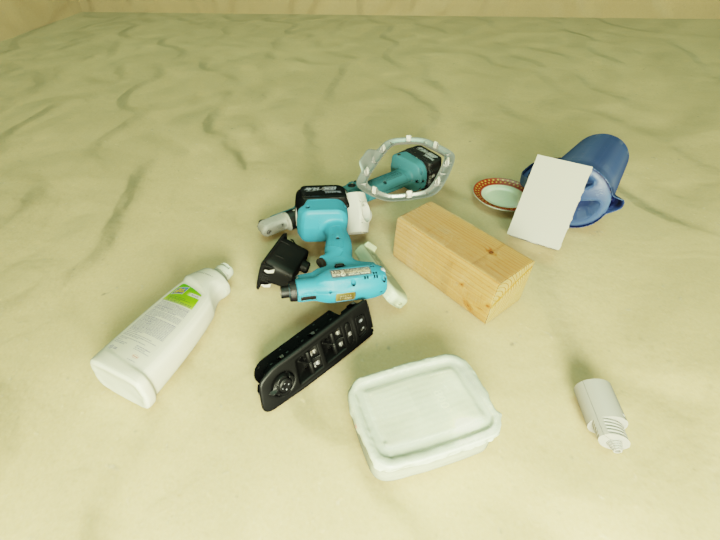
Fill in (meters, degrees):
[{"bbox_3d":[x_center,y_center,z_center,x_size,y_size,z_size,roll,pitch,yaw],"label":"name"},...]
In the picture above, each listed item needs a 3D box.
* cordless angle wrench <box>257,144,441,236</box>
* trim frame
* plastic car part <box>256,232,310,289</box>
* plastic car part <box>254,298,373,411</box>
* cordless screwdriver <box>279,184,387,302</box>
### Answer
[{"bbox_3d":[-0.018,-0.158,0.887,0.414,0.072,0.103,-25,47,-21],"label":"cordless angle wrench"},{"bbox_3d":[0.092,-0.218,0.876,0.191,0.026,0.248,14,50,21],"label":"trim frame"},{"bbox_3d":[-0.126,-0.013,0.741,0.072,0.065,0.117,25,42,4],"label":"plastic car part"},{"bbox_3d":[-0.071,0.109,0.595,0.071,0.064,0.199,23,47,37],"label":"plastic car part"},{"bbox_3d":[-0.069,-0.045,0.704,0.156,0.072,0.260,-8,44,-13],"label":"cordless screwdriver"}]
